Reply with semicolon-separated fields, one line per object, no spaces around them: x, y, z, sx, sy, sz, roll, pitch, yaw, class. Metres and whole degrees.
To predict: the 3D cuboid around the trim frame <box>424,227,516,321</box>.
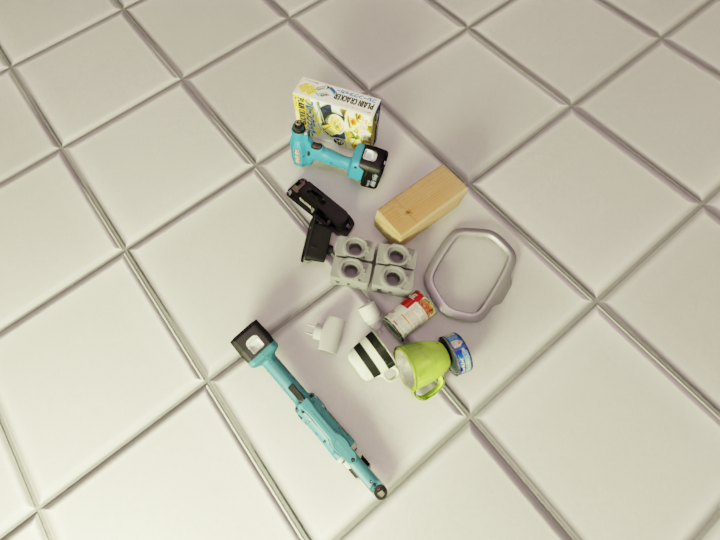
0.259;0.004;0.991;0.190;0.027;0.248;30;70;15;trim frame

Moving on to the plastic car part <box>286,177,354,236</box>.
-0.096;-0.167;1.063;0.209;0.066;0.065;42;67;14;plastic car part

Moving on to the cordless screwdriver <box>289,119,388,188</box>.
-0.058;-0.296;1.061;0.252;0.156;0.075;17;70;6;cordless screwdriver

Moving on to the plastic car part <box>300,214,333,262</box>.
-0.100;-0.065;1.023;0.070;0.066;0.118;12;71;-10;plastic car part

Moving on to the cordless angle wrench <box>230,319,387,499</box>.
-0.102;0.284;0.864;0.074;0.096;0.434;-41;76;-15;cordless angle wrench
